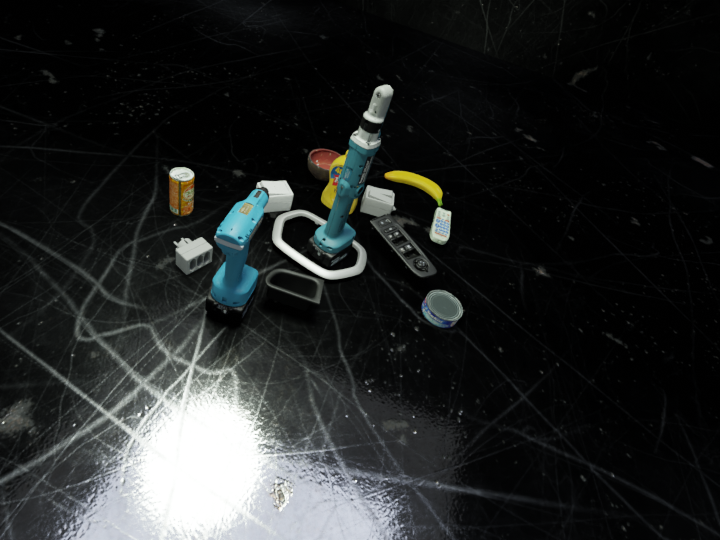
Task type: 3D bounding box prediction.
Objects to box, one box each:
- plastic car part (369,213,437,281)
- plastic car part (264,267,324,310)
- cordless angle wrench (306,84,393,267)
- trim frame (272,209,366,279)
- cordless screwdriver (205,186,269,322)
[{"bbox_3d":[0.099,-0.048,1.036,0.064,0.066,0.213,-19,54,-34],"label":"plastic car part"},{"bbox_3d":[-0.141,0.045,0.863,0.116,0.070,0.067,16,44,-4],"label":"plastic car part"},{"bbox_3d":[-0.019,-0.180,0.876,0.077,0.417,0.096,40,46,17],"label":"cordless angle wrench"},{"bbox_3d":[-0.100,-0.065,1.018,0.256,0.027,0.182,31,45,14],"label":"trim frame"},{"bbox_3d":[-0.221,-0.029,0.785,0.074,0.245,0.161,20,43,-3],"label":"cordless screwdriver"}]
